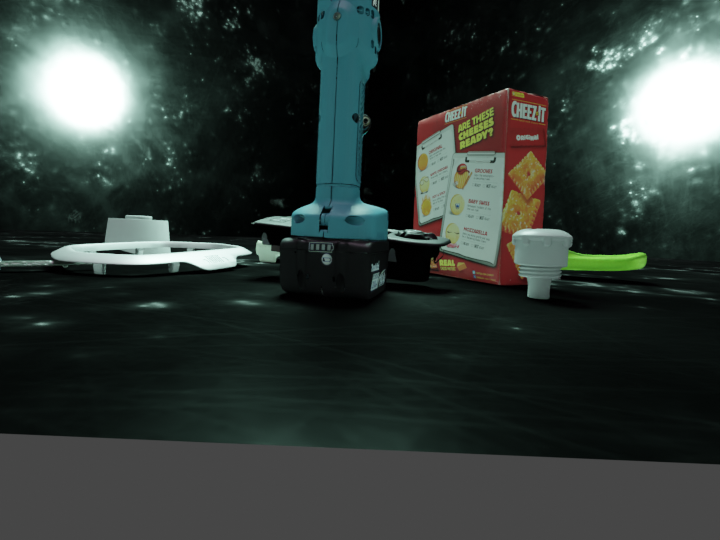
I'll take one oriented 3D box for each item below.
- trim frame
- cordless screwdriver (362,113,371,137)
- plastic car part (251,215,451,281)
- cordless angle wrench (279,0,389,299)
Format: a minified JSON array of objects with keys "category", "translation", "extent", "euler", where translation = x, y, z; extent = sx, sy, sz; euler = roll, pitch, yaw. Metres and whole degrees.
[{"category":"trim frame","translation":[-0.244,-0.019,0.518],"extent":[0.191,0.027,0.241],"euler":[4,5,20]},{"category":"cordless screwdriver","translation":[-0.027,-0.138,0.724],"extent":[0.072,0.248,0.164],"euler":[2,3,-21]},{"category":"plastic car part","translation":[-0.011,-0.022,0.443],"extent":[0.209,0.067,0.065],"euler":[4,3,16]},{"category":"cordless angle wrench","translation":[-0.010,-0.192,0.354],"extent":[0.076,0.422,0.095],"euler":[3,2,16]}]
